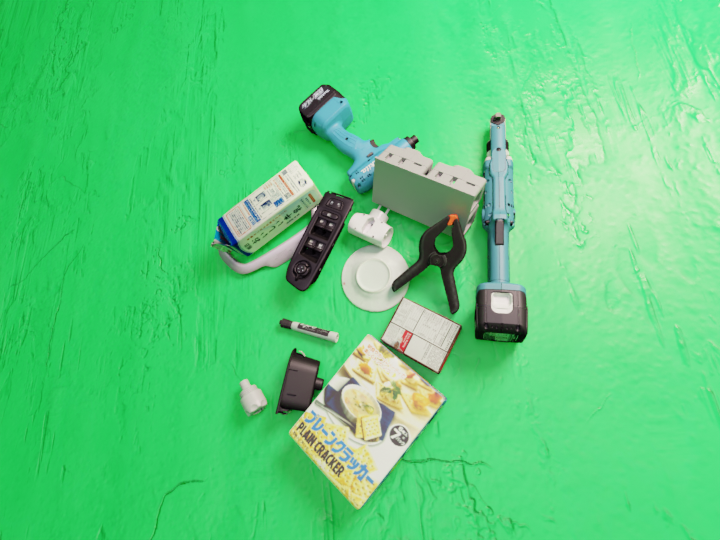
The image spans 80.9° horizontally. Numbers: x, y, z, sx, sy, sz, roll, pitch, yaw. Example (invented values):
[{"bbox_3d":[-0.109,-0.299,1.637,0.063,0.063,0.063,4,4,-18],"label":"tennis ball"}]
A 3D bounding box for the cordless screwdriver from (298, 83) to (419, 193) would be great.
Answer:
[{"bbox_3d":[-0.009,-0.293,0.889,0.159,0.071,0.258,-38,69,2],"label":"cordless screwdriver"}]

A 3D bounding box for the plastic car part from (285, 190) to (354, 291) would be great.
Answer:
[{"bbox_3d":[-0.081,-0.053,0.827,0.068,0.065,0.203,24,77,14],"label":"plastic car part"}]

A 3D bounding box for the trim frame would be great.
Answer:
[{"bbox_3d":[-0.198,-0.096,0.905,0.249,0.026,0.192,-32,64,3],"label":"trim frame"}]

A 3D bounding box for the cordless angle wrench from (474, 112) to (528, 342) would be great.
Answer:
[{"bbox_3d":[0.240,-0.094,0.735,0.076,0.094,0.430,1,68,15],"label":"cordless angle wrench"}]

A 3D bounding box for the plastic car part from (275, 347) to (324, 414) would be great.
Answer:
[{"bbox_3d":[-0.103,0.204,0.756,0.072,0.065,0.117,14,73,4],"label":"plastic car part"}]
